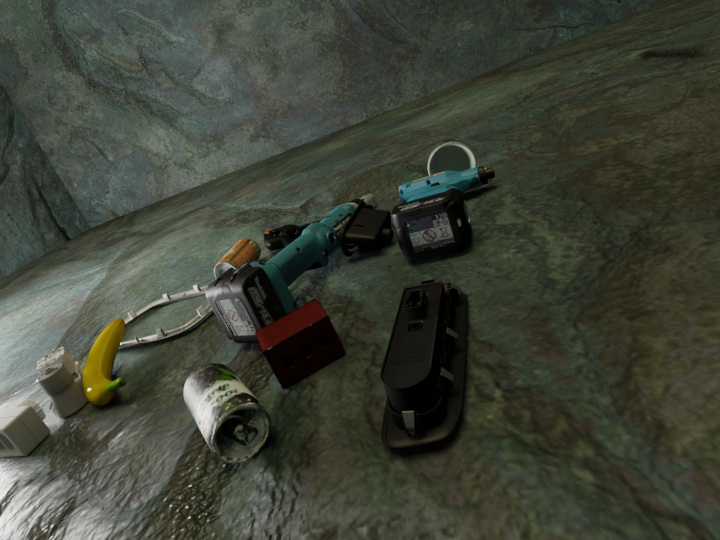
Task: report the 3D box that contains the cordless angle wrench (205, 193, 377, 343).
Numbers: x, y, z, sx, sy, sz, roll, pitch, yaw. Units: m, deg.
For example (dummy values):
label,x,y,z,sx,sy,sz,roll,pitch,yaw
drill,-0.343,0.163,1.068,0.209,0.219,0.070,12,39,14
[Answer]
label,x,y,z,sx,sy,sz,roll,pitch,yaw
cordless angle wrench,-0.066,-0.043,0.678,0.077,0.095,0.418,-12,22,34

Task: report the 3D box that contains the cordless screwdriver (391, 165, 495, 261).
label,x,y,z,sx,sy,sz,roll,pitch,yaw
cordless screwdriver,0.133,-0.105,0.646,0.163,0.072,0.249,-15,21,18

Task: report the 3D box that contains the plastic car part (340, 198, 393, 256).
label,x,y,z,sx,sy,sz,roll,pitch,yaw
plastic car part,0.018,-0.063,0.683,0.073,0.064,0.117,1,33,19

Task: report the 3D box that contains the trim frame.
label,x,y,z,sx,sy,sz,roll,pitch,yaw
trim frame,-0.353,0.082,0.746,0.255,0.026,0.186,-13,26,18

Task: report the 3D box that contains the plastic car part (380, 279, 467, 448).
label,x,y,z,sx,sy,sz,roll,pitch,yaw
plastic car part,0.058,0.062,0.377,0.068,0.065,0.204,-7,30,19
